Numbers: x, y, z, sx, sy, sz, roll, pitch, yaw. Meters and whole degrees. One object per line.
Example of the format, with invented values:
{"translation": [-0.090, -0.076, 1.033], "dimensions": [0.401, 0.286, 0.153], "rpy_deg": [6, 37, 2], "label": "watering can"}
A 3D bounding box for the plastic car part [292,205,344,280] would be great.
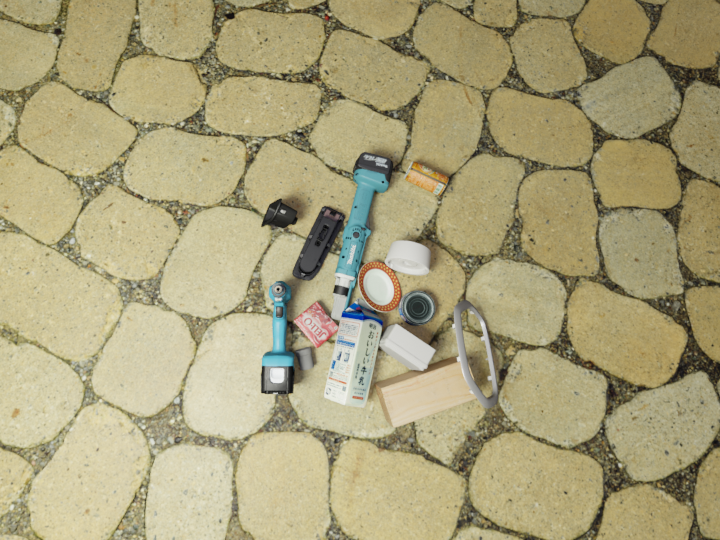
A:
{"translation": [-0.103, -0.068, 1.057], "dimensions": [0.065, 0.068, 0.203], "rpy_deg": [27, 80, -8], "label": "plastic car part"}

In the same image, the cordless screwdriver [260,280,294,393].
{"translation": [-0.184, 0.148, 0.953], "dimensions": [0.074, 0.159, 0.251], "rpy_deg": [1, 80, -7], "label": "cordless screwdriver"}

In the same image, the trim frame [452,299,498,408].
{"translation": [0.264, 0.185, 0.967], "dimensions": [0.028, 0.174, 0.256], "rpy_deg": [-28, 51, 34], "label": "trim frame"}

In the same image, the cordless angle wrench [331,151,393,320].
{"translation": [-0.012, -0.085, 1.060], "dimensions": [0.098, 0.074, 0.425], "rpy_deg": [14, 79, -3], "label": "cordless angle wrench"}

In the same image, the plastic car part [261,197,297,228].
{"translation": [-0.193, -0.134, 1.047], "dimensions": [0.068, 0.121, 0.066], "rpy_deg": [23, 77, -26], "label": "plastic car part"}
